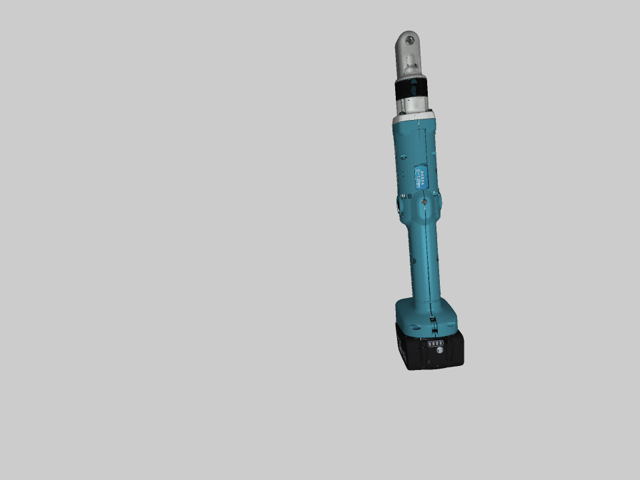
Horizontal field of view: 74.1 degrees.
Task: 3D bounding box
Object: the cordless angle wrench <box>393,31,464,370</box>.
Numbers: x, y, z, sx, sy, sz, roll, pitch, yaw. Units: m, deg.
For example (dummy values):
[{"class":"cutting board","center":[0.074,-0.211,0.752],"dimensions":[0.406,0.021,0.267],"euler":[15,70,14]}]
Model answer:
[{"class":"cordless angle wrench","center":[0.127,-0.046,0.549],"dimensions":[0.074,0.423,0.098],"euler":[-6,8,1]}]
